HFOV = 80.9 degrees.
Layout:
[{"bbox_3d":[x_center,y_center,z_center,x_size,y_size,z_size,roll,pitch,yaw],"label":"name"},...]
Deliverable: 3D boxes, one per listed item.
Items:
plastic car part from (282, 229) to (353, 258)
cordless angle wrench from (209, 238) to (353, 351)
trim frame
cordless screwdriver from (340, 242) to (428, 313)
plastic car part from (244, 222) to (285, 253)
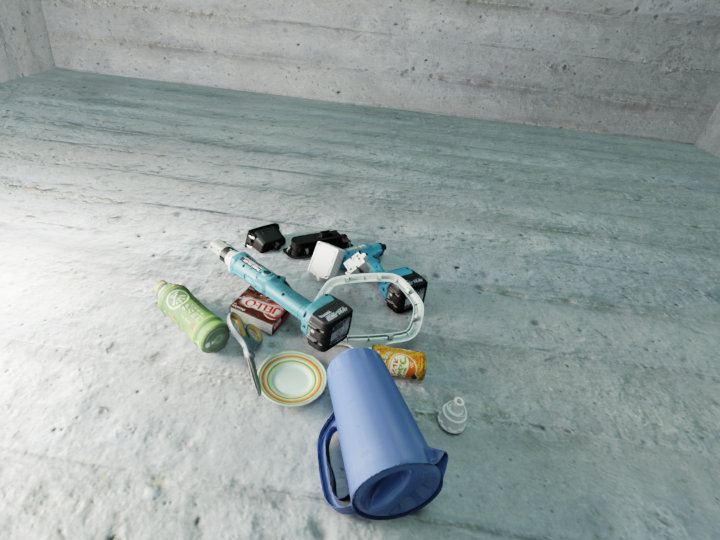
[{"bbox_3d":[-0.115,-0.075,1.177,0.197,0.065,0.070,-15,47,-24],"label":"plastic car part"},{"bbox_3d":[-0.206,0.026,0.940,0.446,0.073,0.095,29,35,32],"label":"cordless angle wrench"},{"bbox_3d":[0.012,0.085,0.921,0.250,0.026,0.189,-3,58,4],"label":"trim frame"},{"bbox_3d":[0.069,0.001,1.082,0.154,0.072,0.263,-18,37,-32],"label":"cordless screwdriver"},{"bbox_3d":[-0.253,-0.084,1.174,0.112,0.065,0.074,-21,58,-39],"label":"plastic car part"}]
